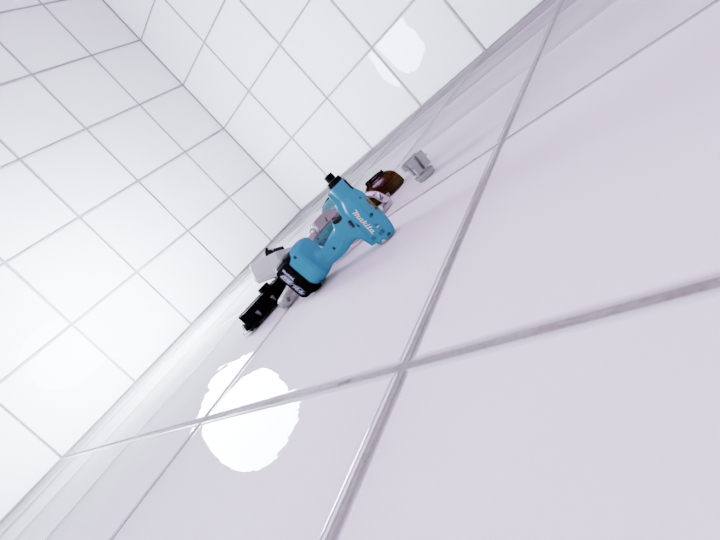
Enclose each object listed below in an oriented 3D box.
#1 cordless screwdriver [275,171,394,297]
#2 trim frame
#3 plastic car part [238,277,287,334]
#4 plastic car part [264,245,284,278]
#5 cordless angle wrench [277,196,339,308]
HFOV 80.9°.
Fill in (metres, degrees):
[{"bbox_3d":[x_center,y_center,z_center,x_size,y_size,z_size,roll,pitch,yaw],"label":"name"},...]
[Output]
[{"bbox_3d":[-0.074,-0.065,0.824,0.253,0.157,0.074,-38,10,32],"label":"cordless screwdriver"},{"bbox_3d":[-0.032,-0.123,1.014,0.194,0.026,0.247,6,47,42],"label":"trim frame"},{"bbox_3d":[-0.237,0.075,1.073,0.069,0.065,0.202,-16,33,53],"label":"plastic car part"},{"bbox_3d":[-0.234,-0.021,1.265,0.071,0.114,0.067,-18,13,5],"label":"plastic car part"},{"bbox_3d":[-0.105,-0.069,1.075,0.100,0.072,0.425,-33,24,44],"label":"cordless angle wrench"}]
